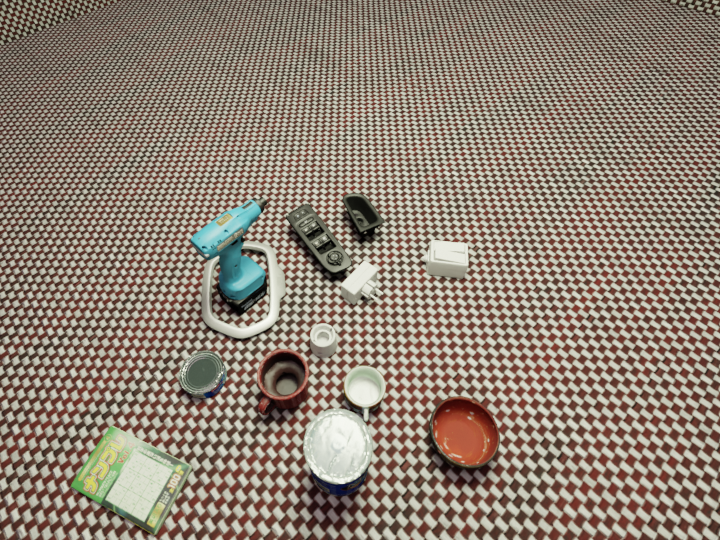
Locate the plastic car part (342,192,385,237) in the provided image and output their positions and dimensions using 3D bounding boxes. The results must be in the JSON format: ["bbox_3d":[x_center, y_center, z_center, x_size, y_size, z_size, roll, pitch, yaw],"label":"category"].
[{"bbox_3d":[0.001,-0.127,1.017,0.065,0.068,0.122,-22,56,-14],"label":"plastic car part"}]

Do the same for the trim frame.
[{"bbox_3d":[-0.260,0.036,0.941,0.183,0.026,0.258,-9,54,-3],"label":"trim frame"}]

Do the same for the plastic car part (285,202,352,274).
[{"bbox_3d":[-0.096,-0.063,0.979,0.065,0.065,0.213,-29,58,-19],"label":"plastic car part"}]

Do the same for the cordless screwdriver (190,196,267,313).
[{"bbox_3d":[-0.238,-0.030,0.855,0.078,0.241,0.157,36,62,22],"label":"cordless screwdriver"}]
